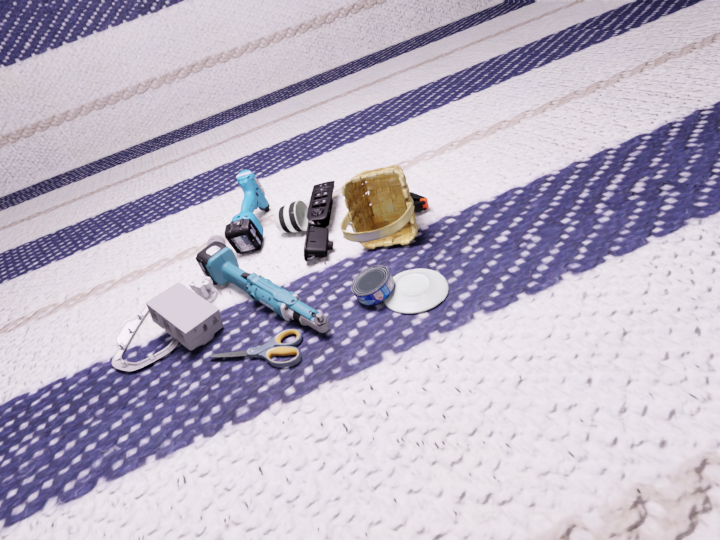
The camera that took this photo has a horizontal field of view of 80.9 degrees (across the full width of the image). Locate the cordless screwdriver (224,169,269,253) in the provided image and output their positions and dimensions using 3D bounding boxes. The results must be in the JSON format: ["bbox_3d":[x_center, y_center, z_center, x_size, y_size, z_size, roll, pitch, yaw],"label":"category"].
[{"bbox_3d":[-0.312,-0.156,1.221,0.076,0.151,0.257,-14,51,12],"label":"cordless screwdriver"}]

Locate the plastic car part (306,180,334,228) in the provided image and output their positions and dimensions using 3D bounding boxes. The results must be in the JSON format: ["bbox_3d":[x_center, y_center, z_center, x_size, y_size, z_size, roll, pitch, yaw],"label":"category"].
[{"bbox_3d":[-0.109,-0.180,1.184,0.067,0.064,0.207,-5,34,7],"label":"plastic car part"}]

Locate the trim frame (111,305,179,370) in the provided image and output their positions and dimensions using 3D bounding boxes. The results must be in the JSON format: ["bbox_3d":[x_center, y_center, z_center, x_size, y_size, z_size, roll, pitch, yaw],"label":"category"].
[{"bbox_3d":[-0.484,0.133,0.995,0.188,0.026,0.255,-12,38,13],"label":"trim frame"}]

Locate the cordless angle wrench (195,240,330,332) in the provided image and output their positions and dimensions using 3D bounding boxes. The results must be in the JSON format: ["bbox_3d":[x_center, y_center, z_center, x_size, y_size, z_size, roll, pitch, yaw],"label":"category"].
[{"bbox_3d":[-0.223,0.041,0.948,0.447,0.094,0.073,23,52,39],"label":"cordless angle wrench"}]

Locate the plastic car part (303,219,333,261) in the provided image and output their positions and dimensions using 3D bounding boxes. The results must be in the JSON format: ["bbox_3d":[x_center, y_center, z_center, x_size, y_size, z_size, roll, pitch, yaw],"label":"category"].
[{"bbox_3d":[-0.103,-0.067,1.052,0.071,0.064,0.120,-2,40,-1],"label":"plastic car part"}]
